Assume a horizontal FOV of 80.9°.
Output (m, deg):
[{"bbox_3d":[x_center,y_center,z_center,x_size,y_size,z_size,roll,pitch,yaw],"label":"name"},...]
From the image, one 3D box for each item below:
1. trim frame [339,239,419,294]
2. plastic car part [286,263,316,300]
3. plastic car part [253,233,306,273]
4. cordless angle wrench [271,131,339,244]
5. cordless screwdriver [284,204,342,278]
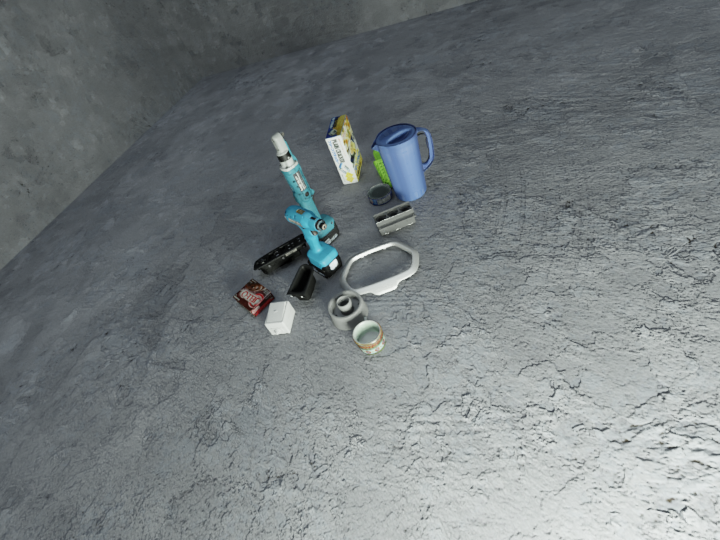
[{"bbox_3d":[0.053,-0.007,1.253,0.251,0.026,0.192,-21,42,7],"label":"trim frame"},{"bbox_3d":[-0.165,0.045,1.282,0.069,0.067,0.118,-1,48,26],"label":"plastic car part"},{"bbox_3d":[-0.267,-0.049,1.430,0.203,0.064,0.069,-26,41,1],"label":"plastic car part"},{"bbox_3d":[-0.182,-0.246,1.329,0.097,0.402,0.079,-43,44,-20],"label":"cordless angle wrench"},{"bbox_3d":[-0.123,-0.080,1.258,0.074,0.237,0.168,-44,44,-21],"label":"cordless screwdriver"}]
